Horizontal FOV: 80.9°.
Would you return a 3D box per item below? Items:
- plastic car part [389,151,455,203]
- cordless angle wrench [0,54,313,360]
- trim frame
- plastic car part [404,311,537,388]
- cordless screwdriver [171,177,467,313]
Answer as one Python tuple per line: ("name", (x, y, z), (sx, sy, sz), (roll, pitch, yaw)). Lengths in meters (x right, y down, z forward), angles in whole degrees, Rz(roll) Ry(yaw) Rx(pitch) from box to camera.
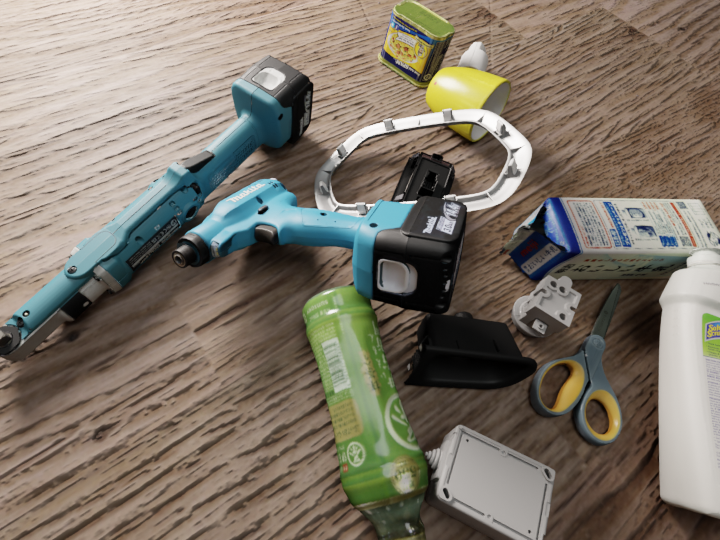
("plastic car part", (0.070, -0.073, 0.504), (0.066, 0.067, 0.204), (26, 62, -3))
("cordless angle wrench", (-0.203, -0.079, 0.459), (0.076, 0.096, 0.421), (33, 65, 8))
("trim frame", (0.059, -0.123, 0.489), (0.257, 0.026, 0.187), (0, 56, 23))
("plastic car part", (0.104, 0.074, 0.425), (0.114, 0.065, 0.073), (4, 46, -11))
("cordless screwdriver", (-0.038, -0.025, 0.393), (0.259, 0.072, 0.157), (13, 34, 23))
